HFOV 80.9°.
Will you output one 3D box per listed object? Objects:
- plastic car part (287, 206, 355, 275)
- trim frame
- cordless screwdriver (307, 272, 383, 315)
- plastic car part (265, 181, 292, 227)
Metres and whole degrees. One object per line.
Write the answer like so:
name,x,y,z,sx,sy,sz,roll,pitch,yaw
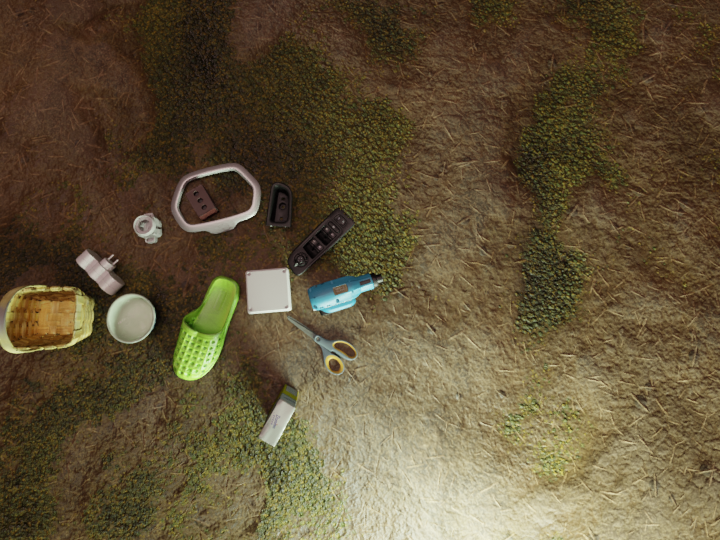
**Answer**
plastic car part,-0.107,-0.070,1.096,0.202,0.066,0.067,-44,85,-7
trim frame,-0.391,-0.193,1.142,0.248,0.027,0.187,-15,80,-2
cordless screwdriver,-0.038,0.050,0.982,0.158,0.247,0.075,-17,84,-5
plastic car part,-0.208,-0.167,1.113,0.066,0.070,0.117,4,81,-1
